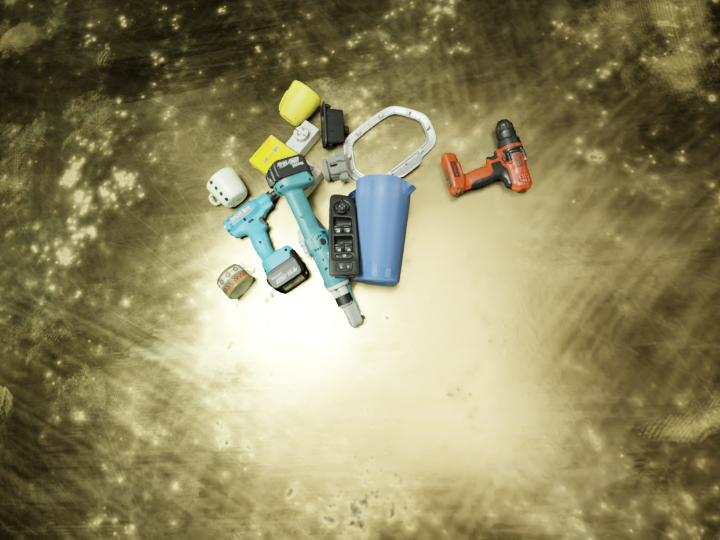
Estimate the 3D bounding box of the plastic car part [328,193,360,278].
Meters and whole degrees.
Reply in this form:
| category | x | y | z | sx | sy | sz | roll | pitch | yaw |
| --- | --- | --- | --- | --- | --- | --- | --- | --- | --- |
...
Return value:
| category | x | y | z | sx | sy | sz | roll | pitch | yaw |
| --- | --- | --- | --- | --- | --- | --- | --- | --- | --- |
| plastic car part | -0.037 | -0.076 | 0.952 | 0.067 | 0.065 | 0.207 | -4 | 72 | 4 |

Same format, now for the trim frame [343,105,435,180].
| category | x | y | z | sx | sy | sz | roll | pitch | yaw |
| --- | --- | --- | --- | --- | --- | --- | --- | --- | --- |
| trim frame | 0.071 | -0.319 | 1.077 | 0.248 | 0.027 | 0.189 | -37 | 75 | -3 |

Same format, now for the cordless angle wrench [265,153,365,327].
| category | x | y | z | sx | sy | sz | roll | pitch | yaw |
| --- | --- | --- | --- | --- | --- | --- | --- | --- | --- |
| cordless angle wrench | -0.097 | -0.063 | 0.990 | 0.095 | 0.076 | 0.426 | -22 | 85 | -27 |

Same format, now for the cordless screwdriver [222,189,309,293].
| category | x | y | z | sx | sy | sz | roll | pitch | yaw |
| --- | --- | --- | --- | --- | --- | --- | --- | --- | --- |
| cordless screwdriver | -0.214 | -0.076 | 1.039 | 0.159 | 0.072 | 0.258 | -39 | 71 | -2 |

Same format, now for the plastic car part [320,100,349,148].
| category | x | y | z | sx | sy | sz | roll | pitch | yaw |
| --- | --- | --- | --- | --- | --- | --- | --- | --- | --- |
| plastic car part | -0.067 | -0.371 | 1.098 | 0.070 | 0.066 | 0.118 | -5 | 79 | -9 |
